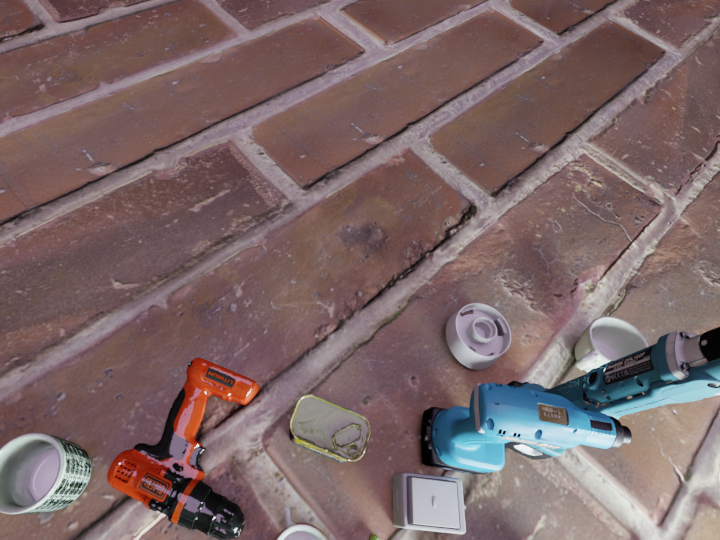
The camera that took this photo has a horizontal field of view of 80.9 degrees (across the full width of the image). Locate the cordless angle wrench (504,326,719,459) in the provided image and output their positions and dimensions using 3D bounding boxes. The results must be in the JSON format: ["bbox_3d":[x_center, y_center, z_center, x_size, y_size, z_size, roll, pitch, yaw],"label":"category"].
[{"bbox_3d":[0.284,0.134,0.473,0.075,0.417,0.098,26,59,2],"label":"cordless angle wrench"}]

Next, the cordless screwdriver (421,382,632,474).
[{"bbox_3d":[0.177,0.201,0.519,0.158,0.245,0.076,12,59,-4],"label":"cordless screwdriver"}]
